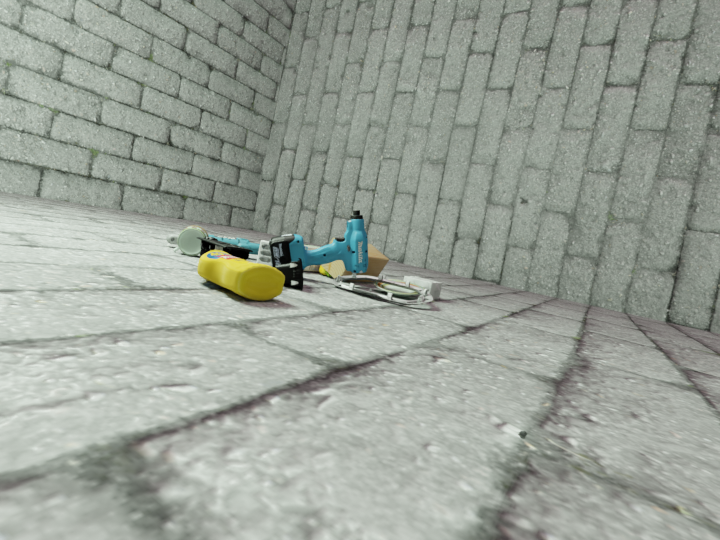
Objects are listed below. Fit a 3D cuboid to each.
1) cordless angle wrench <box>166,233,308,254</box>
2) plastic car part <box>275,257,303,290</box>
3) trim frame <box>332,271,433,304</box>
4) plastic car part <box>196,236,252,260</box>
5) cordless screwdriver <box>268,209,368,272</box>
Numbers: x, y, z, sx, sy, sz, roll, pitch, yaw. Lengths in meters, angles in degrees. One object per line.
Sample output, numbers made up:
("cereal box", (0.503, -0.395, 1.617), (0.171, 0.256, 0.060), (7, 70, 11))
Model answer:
("cordless angle wrench", (-0.363, -0.071, 1.276), (0.405, 0.074, 0.103), (6, 6, -30))
("plastic car part", (-0.157, 0.006, 0.908), (0.070, 0.066, 0.118), (-4, 3, -8))
("trim frame", (0.052, 0.040, 1.017), (0.260, 0.027, 0.178), (15, 16, 28))
("plastic car part", (-0.323, -0.042, 0.977), (0.063, 0.066, 0.214), (-1, 14, -39))
("cordless screwdriver", (-0.103, -0.068, 1.057), (0.245, 0.158, 0.076), (-4, 5, -9))
